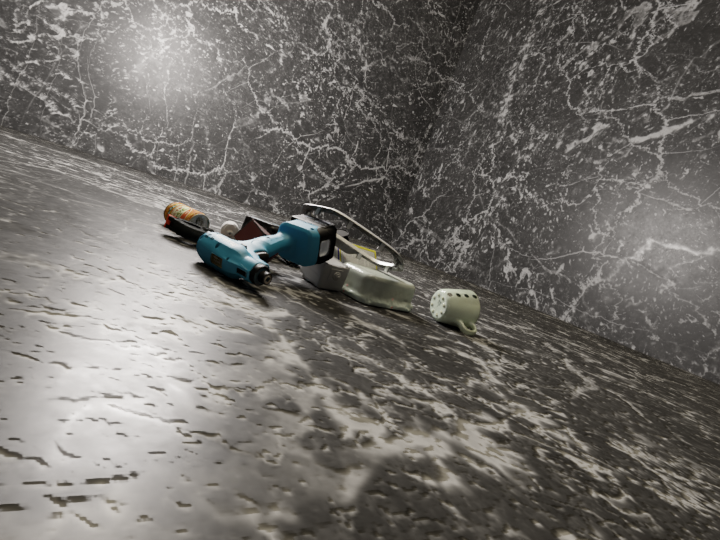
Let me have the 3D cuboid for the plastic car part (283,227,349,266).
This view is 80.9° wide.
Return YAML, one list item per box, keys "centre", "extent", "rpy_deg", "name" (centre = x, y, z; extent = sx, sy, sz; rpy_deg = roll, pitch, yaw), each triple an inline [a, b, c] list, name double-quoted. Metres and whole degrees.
- centre: [-0.101, -0.066, 1.029]
  extent: [0.195, 0.066, 0.070]
  rpy_deg: [-12, 30, -40]
  name: "plastic car part"

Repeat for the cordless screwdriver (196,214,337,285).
- centre: [-0.134, -0.034, 0.723]
  extent: [0.168, 0.073, 0.239]
  rpy_deg: [23, 25, 35]
  name: "cordless screwdriver"

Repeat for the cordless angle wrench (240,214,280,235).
- centre: [-0.188, -0.077, 1.171]
  extent: [0.101, 0.074, 0.409]
  rpy_deg: [21, 4, 17]
  name: "cordless angle wrench"

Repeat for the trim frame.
- centre: [-0.016, -0.063, 0.867]
  extent: [0.243, 0.027, 0.188]
  rpy_deg: [33, -12, -13]
  name: "trim frame"
